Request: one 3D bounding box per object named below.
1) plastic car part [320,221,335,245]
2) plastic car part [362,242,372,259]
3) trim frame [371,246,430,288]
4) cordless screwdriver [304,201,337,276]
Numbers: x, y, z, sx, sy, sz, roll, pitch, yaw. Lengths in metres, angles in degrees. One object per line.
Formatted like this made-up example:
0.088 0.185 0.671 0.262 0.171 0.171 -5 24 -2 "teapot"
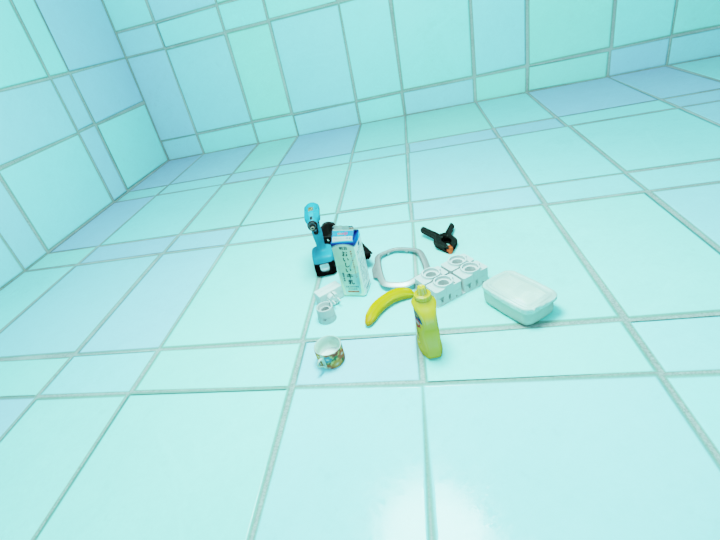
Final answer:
-0.125 -0.132 1.634 0.068 0.068 0.118 -4 33 16 "plastic car part"
-0.020 -0.074 1.505 0.065 0.064 0.213 -20 32 -11 "plastic car part"
0.128 -0.014 1.386 0.185 0.026 0.256 -12 32 4 "trim frame"
-0.138 -0.090 1.414 0.075 0.240 0.164 -12 30 1 "cordless screwdriver"
